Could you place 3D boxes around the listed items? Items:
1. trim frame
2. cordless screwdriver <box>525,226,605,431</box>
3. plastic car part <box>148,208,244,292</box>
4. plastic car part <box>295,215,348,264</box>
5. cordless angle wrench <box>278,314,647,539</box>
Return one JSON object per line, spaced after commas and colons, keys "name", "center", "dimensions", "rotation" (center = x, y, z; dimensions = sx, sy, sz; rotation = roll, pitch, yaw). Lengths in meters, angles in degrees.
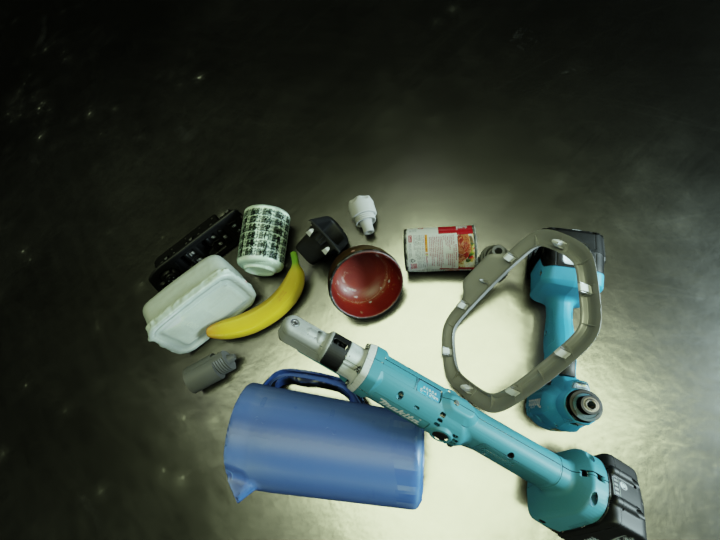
{"name": "trim frame", "center": [0.180, 0.060, 0.522], "dimensions": [0.248, 0.026, 0.191], "rotation": [-55, 28, 32]}
{"name": "cordless screwdriver", "center": [0.253, 0.065, 0.517], "dimensions": [0.076, 0.153, 0.252], "rotation": [8, 70, 11]}
{"name": "plastic car part", "center": [-0.293, -0.041, 0.753], "dimensions": [0.202, 0.063, 0.071], "rotation": [-41, 57, -3]}
{"name": "plastic car part", "center": [-0.066, -0.043, 0.678], "dimensions": [0.071, 0.116, 0.066], "rotation": [-41, 92, 12]}
{"name": "cordless angle wrench", "center": [0.095, 0.164, 0.476], "dimensions": [0.426, 0.097, 0.074], "rotation": [29, 44, 3]}
